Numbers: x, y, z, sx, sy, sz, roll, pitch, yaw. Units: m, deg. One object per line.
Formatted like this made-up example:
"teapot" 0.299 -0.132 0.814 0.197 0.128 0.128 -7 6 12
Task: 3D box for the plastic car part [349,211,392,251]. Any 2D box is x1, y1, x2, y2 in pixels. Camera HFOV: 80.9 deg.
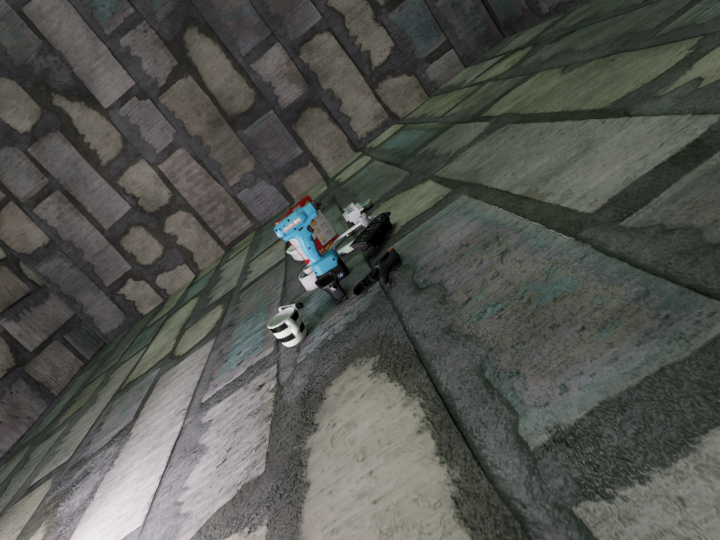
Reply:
"plastic car part" 0.048 -0.117 1.309 0.068 0.065 0.202 -21 26 44

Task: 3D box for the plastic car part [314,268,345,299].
"plastic car part" -0.074 0.048 1.156 0.066 0.069 0.120 -39 19 -4

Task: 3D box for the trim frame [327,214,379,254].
"trim frame" -0.024 -0.119 1.494 0.252 0.027 0.187 -32 21 17

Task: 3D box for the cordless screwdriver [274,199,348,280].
"cordless screwdriver" -0.124 -0.081 1.268 0.160 0.242 0.076 -36 15 7
